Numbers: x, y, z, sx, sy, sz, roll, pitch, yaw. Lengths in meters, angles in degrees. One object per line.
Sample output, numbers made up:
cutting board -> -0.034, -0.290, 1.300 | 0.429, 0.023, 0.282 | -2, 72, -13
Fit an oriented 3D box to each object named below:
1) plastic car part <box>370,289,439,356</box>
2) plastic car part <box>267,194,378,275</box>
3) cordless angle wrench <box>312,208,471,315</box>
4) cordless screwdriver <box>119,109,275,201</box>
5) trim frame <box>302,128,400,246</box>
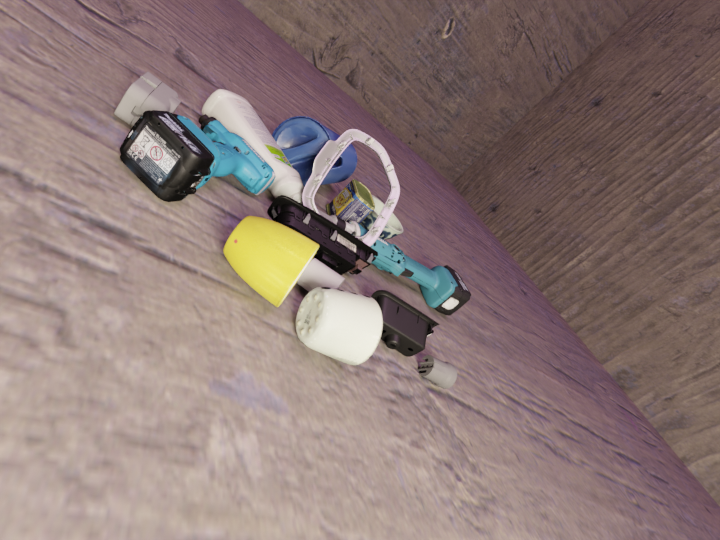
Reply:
plastic car part -> 0.057, 0.091, 0.650 | 0.112, 0.067, 0.072 | 33, 39, -20
plastic car part -> -0.066, -0.043, 0.673 | 0.194, 0.068, 0.068 | 35, 50, -25
cordless angle wrench -> 0.055, -0.025, 0.838 | 0.402, 0.075, 0.102 | 27, 28, -32
cordless screwdriver -> -0.228, -0.175, 0.600 | 0.161, 0.075, 0.245 | 45, 17, 2
trim frame -> -0.009, -0.151, 0.764 | 0.178, 0.028, 0.248 | 41, 60, -17
